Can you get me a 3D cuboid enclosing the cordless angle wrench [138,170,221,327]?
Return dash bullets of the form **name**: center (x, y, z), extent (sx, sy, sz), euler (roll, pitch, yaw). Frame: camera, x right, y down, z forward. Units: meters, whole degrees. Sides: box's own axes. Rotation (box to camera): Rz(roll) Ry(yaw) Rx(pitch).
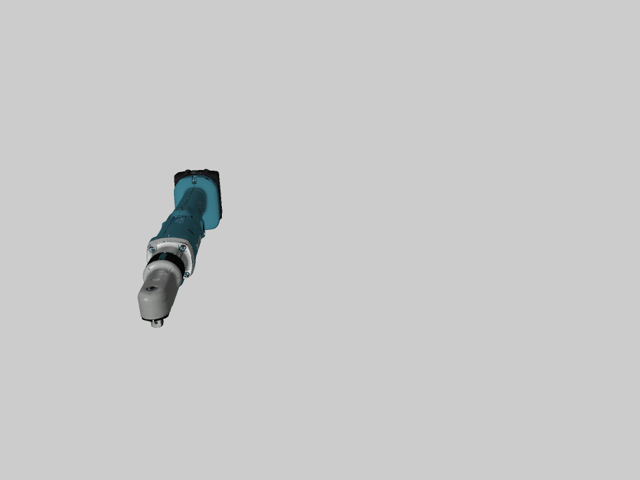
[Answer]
- **cordless angle wrench**: center (-0.187, -0.013, 0.583), extent (0.074, 0.098, 0.422), euler (-3, 21, -8)
